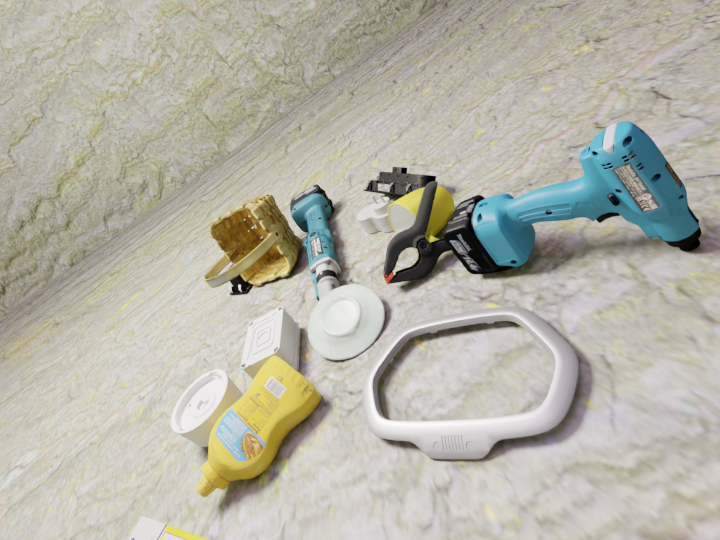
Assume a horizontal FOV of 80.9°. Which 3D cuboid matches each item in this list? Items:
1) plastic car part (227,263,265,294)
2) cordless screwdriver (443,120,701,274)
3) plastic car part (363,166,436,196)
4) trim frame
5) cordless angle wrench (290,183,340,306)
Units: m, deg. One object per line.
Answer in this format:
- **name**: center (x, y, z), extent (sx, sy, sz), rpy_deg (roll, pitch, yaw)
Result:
- **plastic car part**: center (-0.280, -0.006, 1.010), extent (0.069, 0.067, 0.117), rpy_deg (-8, 43, 39)
- **cordless screwdriver**: center (0.239, -0.056, 0.514), extent (0.256, 0.155, 0.074), rpy_deg (-24, 23, 50)
- **plastic car part**: center (0.090, -0.176, 0.862), extent (0.214, 0.063, 0.066), rpy_deg (31, 112, 55)
- **trim frame**: center (0.110, 0.120, 0.484), extent (0.257, 0.026, 0.186), rpy_deg (-15, 35, 29)
- **cordless angle wrench**: center (-0.087, -0.057, 0.887), extent (0.099, 0.071, 0.440), rpy_deg (-31, 33, 9)
